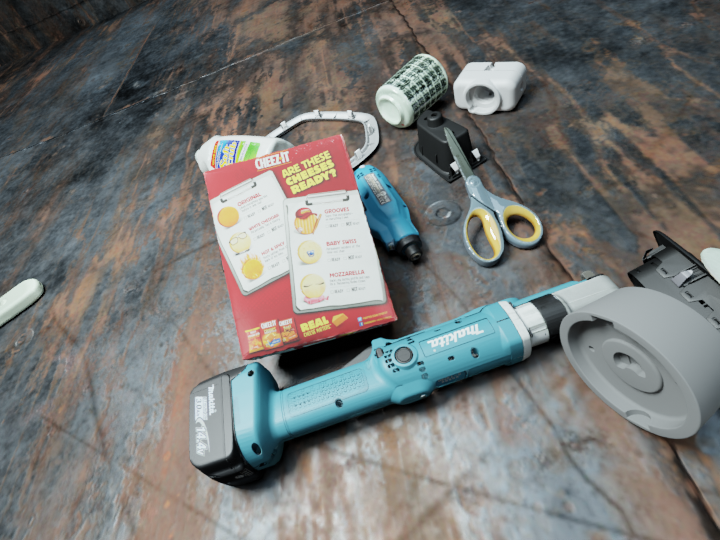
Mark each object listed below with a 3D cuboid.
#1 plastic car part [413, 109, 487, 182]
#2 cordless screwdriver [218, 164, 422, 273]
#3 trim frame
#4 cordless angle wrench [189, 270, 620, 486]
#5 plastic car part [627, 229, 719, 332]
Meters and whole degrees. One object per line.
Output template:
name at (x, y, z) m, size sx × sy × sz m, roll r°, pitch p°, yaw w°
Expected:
plastic car part at (0.116, -0.192, 0.610) m, size 0.066 × 0.067 × 0.123 m, roll -32°, pitch 50°, yaw -6°
cordless screwdriver at (-0.054, -0.035, 0.554) m, size 0.248 × 0.071 × 0.167 m, roll -24°, pitch 54°, yaw -2°
trim frame at (-0.083, -0.230, 0.755) m, size 0.261 × 0.026 × 0.184 m, roll 15°, pitch 61°, yaw 30°
cordless angle wrench at (0.044, 0.093, 0.410) m, size 0.425 × 0.071 × 0.102 m, roll -21°, pitch 48°, yaw 4°
plastic car part at (0.296, 0.054, 0.342) m, size 0.068 × 0.063 × 0.211 m, roll -38°, pitch 44°, yaw 24°
